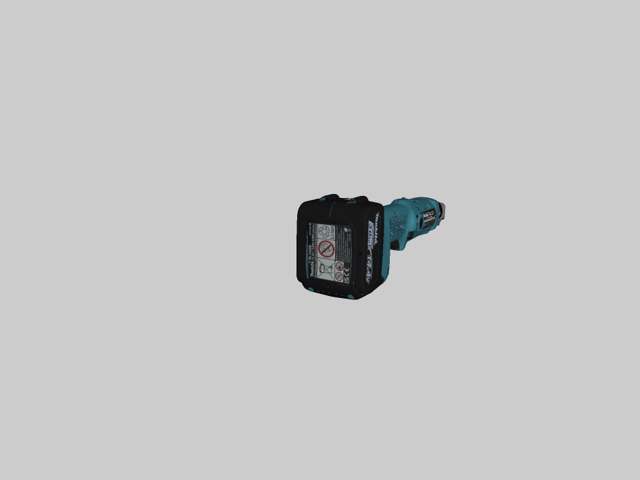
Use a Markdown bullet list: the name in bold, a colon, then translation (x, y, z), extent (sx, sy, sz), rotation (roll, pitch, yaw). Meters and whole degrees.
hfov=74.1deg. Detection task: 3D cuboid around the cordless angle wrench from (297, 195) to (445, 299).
- **cordless angle wrench**: translation (0.109, -0.023, 0.573), extent (0.074, 0.098, 0.422), rotation (7, 12, 28)
